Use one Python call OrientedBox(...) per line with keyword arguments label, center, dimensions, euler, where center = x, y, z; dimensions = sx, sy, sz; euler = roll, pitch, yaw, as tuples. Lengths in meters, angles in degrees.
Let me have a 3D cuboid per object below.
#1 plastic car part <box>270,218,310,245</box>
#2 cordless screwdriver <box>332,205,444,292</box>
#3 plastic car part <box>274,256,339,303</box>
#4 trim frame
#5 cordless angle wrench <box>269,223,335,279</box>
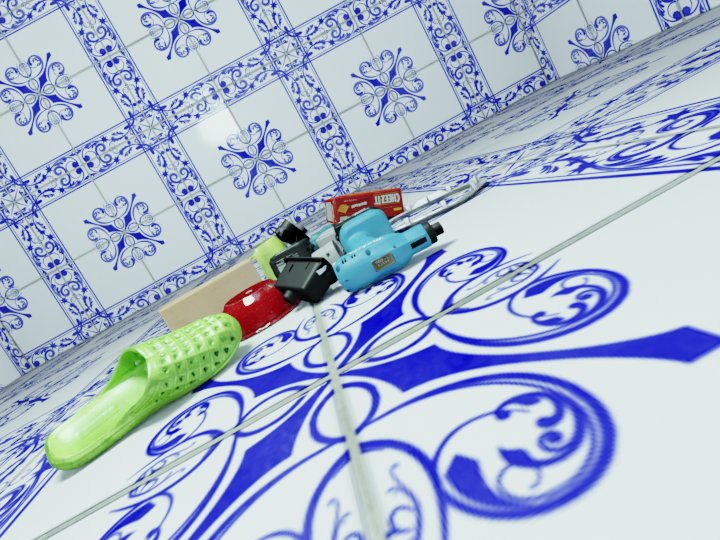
OrientedBox(label="plastic car part", center=(-0.164, -0.084, 1.057), dimensions=(0.067, 0.068, 0.197), euler=(-48, -11, 3))
OrientedBox(label="cordless screwdriver", center=(0.033, -0.052, 0.684), dimensions=(0.160, 0.072, 0.253), euler=(-28, 16, 5))
OrientedBox(label="plastic car part", center=(-0.092, 0.021, 0.671), dimensions=(0.122, 0.063, 0.071), euler=(0, 50, 46))
OrientedBox(label="trim frame", center=(0.137, -0.132, 0.868), dimensions=(0.254, 0.027, 0.183), euler=(-26, 12, 22))
OrientedBox(label="cordless angle wrench", center=(-0.101, -0.066, 1.035), dimensions=(0.099, 0.073, 0.421), euler=(-27, 10, 16))
